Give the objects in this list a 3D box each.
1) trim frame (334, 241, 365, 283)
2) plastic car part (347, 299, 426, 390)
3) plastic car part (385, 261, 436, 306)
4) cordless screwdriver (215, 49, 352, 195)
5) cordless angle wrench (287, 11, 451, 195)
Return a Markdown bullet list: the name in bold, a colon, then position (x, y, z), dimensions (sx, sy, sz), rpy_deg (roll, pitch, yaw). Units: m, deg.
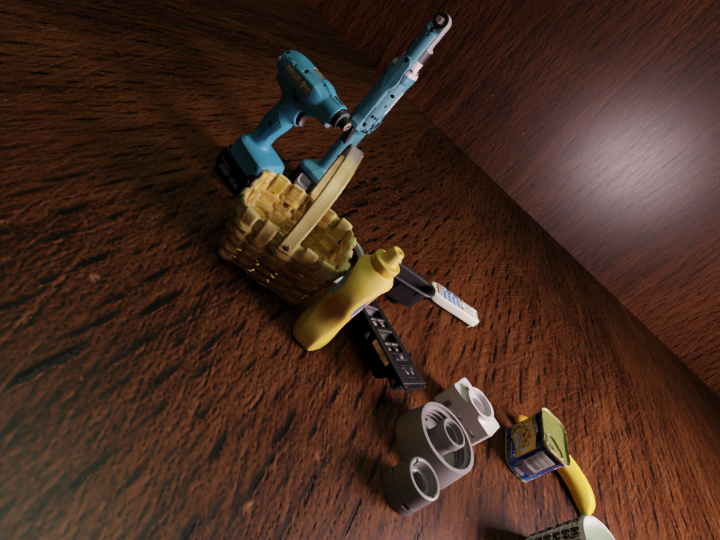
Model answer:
- **trim frame**: position (-0.077, -0.050, 0.786), dimensions (0.244, 0.028, 0.186), rpy_deg (36, 30, -11)
- **plastic car part**: position (0.021, 0.102, 0.663), dimensions (0.063, 0.067, 0.212), rpy_deg (11, 42, -44)
- **plastic car part**: position (0.080, 0.034, 0.820), dimensions (0.114, 0.071, 0.067), rpy_deg (36, 31, -13)
- **cordless screwdriver**: position (-0.132, -0.220, 0.714), dimensions (0.163, 0.251, 0.072), rpy_deg (52, 30, 12)
- **cordless angle wrench**: position (0.011, -0.291, 0.800), dimensions (0.075, 0.427, 0.096), rpy_deg (49, 30, 5)
